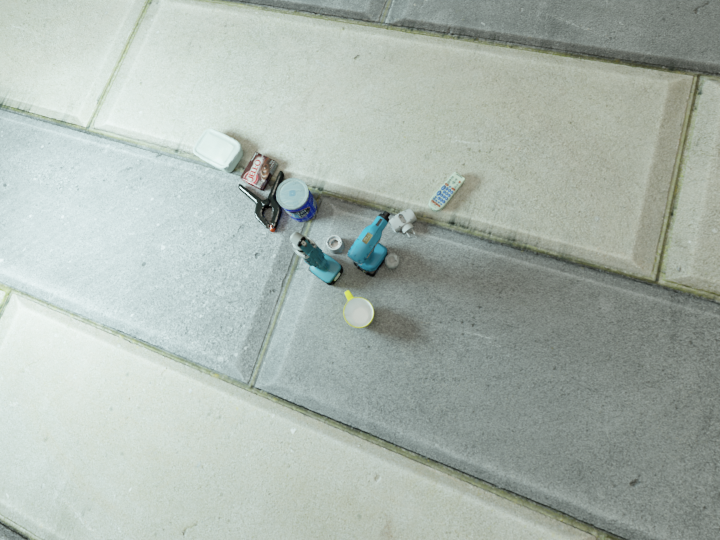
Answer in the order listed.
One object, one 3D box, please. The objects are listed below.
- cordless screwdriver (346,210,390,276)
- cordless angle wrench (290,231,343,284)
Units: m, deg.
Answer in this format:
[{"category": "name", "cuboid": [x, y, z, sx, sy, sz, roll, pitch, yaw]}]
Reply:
[{"category": "cordless screwdriver", "cuboid": [0.037, -0.073, 1.217, 0.076, 0.242, 0.159, 34, 85, 11]}, {"category": "cordless angle wrench", "cuboid": [-0.127, -0.038, 1.152, 0.101, 0.411, 0.074, 36, 85, 11]}]
